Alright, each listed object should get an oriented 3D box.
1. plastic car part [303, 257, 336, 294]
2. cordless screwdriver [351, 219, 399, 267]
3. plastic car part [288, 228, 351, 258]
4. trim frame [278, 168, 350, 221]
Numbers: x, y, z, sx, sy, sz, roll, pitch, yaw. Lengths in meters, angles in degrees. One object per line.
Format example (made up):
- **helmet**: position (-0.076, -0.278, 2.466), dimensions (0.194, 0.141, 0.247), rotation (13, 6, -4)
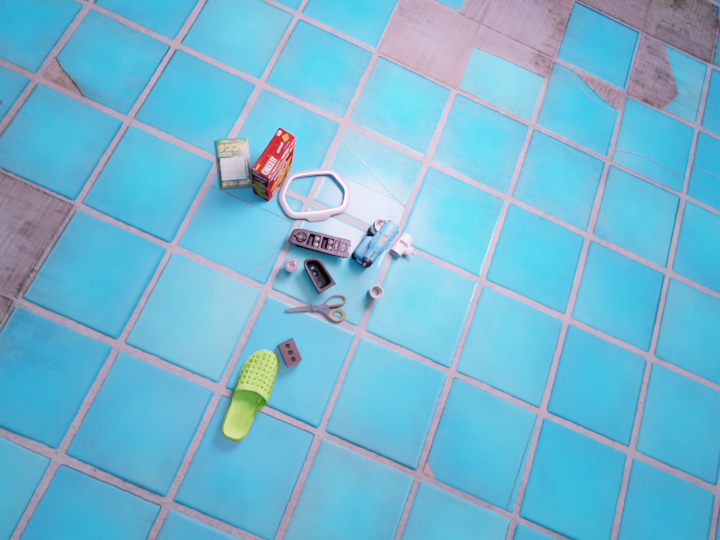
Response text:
- **plastic car part**: position (-0.140, 0.014, 1.368), dimensions (0.065, 0.071, 0.118), rotation (-30, 85, -15)
- **cordless screwdriver**: position (0.030, -0.058, 1.315), dimensions (0.074, 0.250, 0.159), rotation (37, 75, -5)
- **plastic car part**: position (-0.136, -0.089, 1.393), dimensions (0.201, 0.067, 0.067), rotation (15, 77, -5)
- **trim frame**: position (-0.157, -0.259, 1.449), dimensions (0.245, 0.027, 0.187), rotation (-9, 79, -10)
